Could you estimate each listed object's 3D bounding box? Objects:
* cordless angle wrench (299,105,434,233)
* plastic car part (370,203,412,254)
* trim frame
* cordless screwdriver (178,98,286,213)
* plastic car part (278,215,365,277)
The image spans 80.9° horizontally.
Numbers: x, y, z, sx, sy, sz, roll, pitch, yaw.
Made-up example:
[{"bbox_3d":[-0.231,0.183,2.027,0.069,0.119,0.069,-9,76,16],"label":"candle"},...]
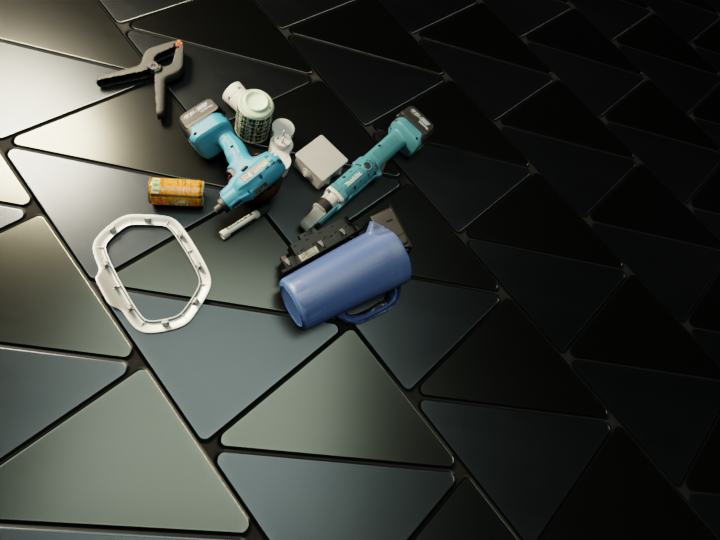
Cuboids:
[{"bbox_3d":[0.010,-0.229,0.978,0.098,0.075,0.419,44,67,1],"label":"cordless angle wrench"},{"bbox_3d":[0.057,-0.082,0.938,0.070,0.065,0.120,-24,74,-9],"label":"plastic car part"},{"bbox_3d":[-0.396,-0.003,0.800,0.181,0.027,0.253,-30,80,-22],"label":"trim frame"},{"bbox_3d":[-0.283,-0.229,0.856,0.158,0.071,0.260,-41,66,-10],"label":"cordless screwdriver"},{"bbox_3d":[-0.085,-0.056,0.873,0.199,0.066,0.068,-26,78,-19],"label":"plastic car part"}]
